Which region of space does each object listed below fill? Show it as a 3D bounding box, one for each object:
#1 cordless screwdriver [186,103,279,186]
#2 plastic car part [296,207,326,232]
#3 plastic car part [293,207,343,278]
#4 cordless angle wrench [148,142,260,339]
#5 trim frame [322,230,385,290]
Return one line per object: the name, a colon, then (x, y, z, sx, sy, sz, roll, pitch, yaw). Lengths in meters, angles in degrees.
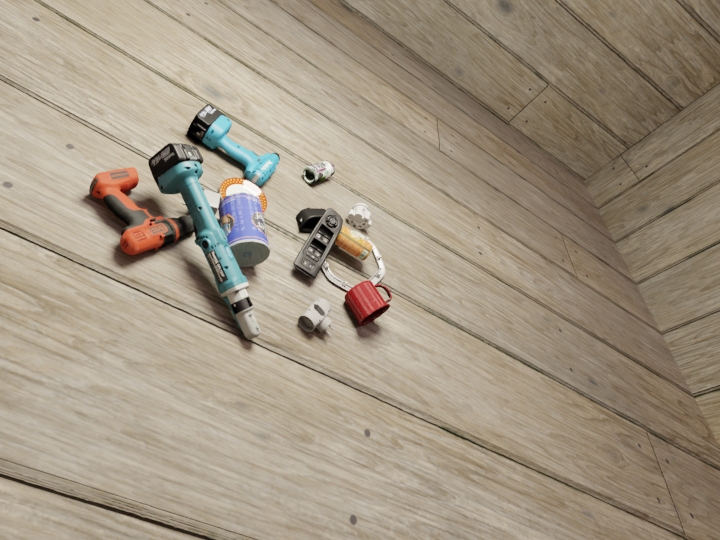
cordless screwdriver: (-0.338, -0.348, 1.164, 0.244, 0.075, 0.160, 39, 39, -11)
plastic car part: (-0.127, -0.145, 1.168, 0.111, 0.065, 0.075, 1, 41, -35)
plastic car part: (-0.106, -0.069, 1.086, 0.066, 0.067, 0.204, 30, 65, -7)
cordless angle wrench: (-0.303, -0.057, 0.867, 0.426, 0.100, 0.072, 64, 24, 5)
trim frame: (-0.020, -0.031, 1.172, 0.187, 0.028, 0.242, 47, 42, 8)
